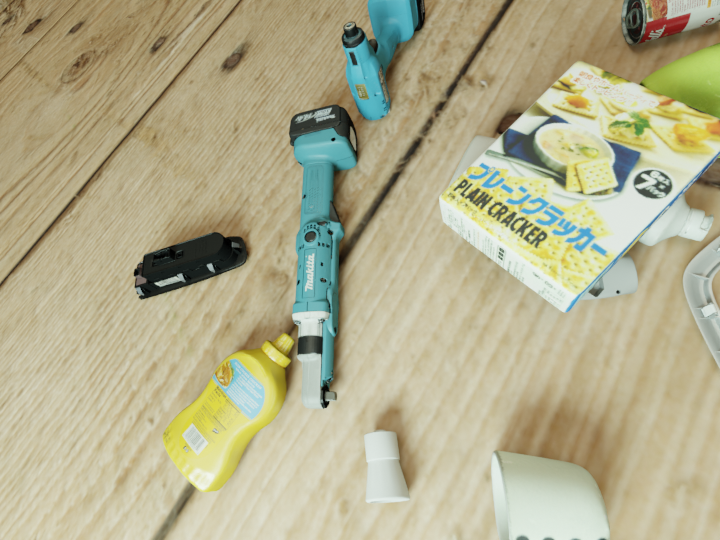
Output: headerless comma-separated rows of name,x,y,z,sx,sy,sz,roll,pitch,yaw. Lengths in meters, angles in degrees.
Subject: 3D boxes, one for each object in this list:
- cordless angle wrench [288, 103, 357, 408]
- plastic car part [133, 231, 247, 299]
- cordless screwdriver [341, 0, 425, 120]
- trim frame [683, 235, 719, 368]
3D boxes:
cordless angle wrench,-0.057,-0.037,0.578,0.100,0.071,0.433,-8,64,17
plastic car part,-0.274,-0.017,0.659,0.206,0.064,0.068,-13,54,12
cordless screwdriver,0.033,-0.382,0.667,0.077,0.151,0.251,8,66,22
trim frame,0.415,0.057,0.367,0.188,0.026,0.256,-12,59,14
